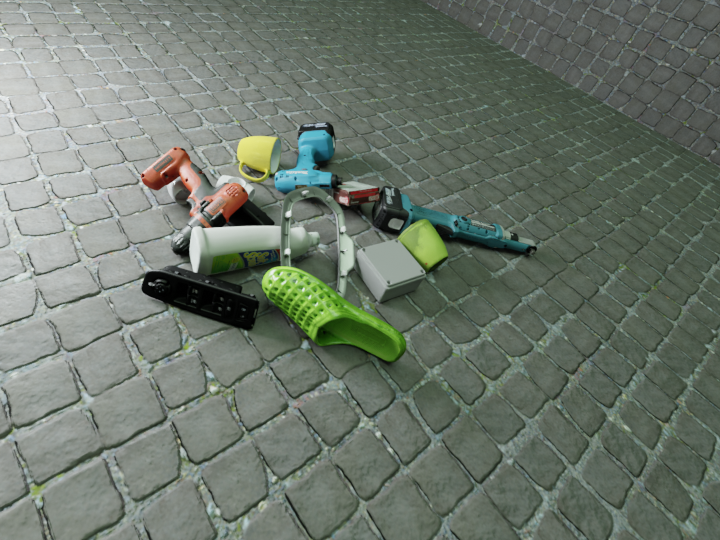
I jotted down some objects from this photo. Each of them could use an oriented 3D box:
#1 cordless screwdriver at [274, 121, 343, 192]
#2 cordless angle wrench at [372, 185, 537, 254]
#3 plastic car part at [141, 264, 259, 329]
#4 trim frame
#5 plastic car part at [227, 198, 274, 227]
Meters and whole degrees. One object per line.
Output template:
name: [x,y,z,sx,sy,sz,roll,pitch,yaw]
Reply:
cordless screwdriver: [-0.106,-0.279,1.056,0.163,0.071,0.253,1,46,12]
cordless angle wrench: [0.240,-0.106,1.037,0.416,0.073,0.101,13,45,-9]
plastic car part: [-0.273,0.035,0.732,0.201,0.065,0.068,15,35,-5]
trim frame: [-0.081,-0.053,0.825,0.174,0.028,0.254,18,59,-42]
plastic car part: [-0.232,-0.112,0.897,0.119,0.066,0.069,36,32,12]
